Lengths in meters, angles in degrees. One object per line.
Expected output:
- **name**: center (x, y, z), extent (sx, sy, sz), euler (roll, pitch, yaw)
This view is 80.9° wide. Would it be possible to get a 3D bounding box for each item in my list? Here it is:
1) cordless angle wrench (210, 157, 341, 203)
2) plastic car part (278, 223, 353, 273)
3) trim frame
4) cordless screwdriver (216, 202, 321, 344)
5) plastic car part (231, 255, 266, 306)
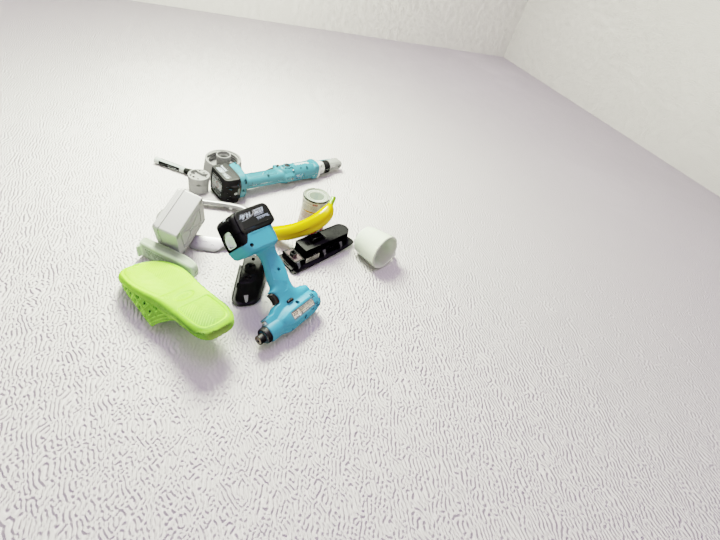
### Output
- **cordless angle wrench**: center (-0.217, -0.278, 1.208), extent (0.409, 0.073, 0.103), euler (-21, 53, -37)
- **plastic car part**: center (-0.098, -0.064, 1.004), extent (0.070, 0.065, 0.196), euler (35, 42, 31)
- **trim frame**: center (-0.359, -0.113, 1.011), extent (0.244, 0.027, 0.191), euler (7, 40, -11)
- **cordless screwdriver**: center (-0.189, 0.006, 0.806), extent (0.156, 0.077, 0.246), euler (-35, 98, -43)
- **plastic car part**: center (-0.228, 0.011, 0.872), extent (0.065, 0.069, 0.120), euler (8, 38, -7)
